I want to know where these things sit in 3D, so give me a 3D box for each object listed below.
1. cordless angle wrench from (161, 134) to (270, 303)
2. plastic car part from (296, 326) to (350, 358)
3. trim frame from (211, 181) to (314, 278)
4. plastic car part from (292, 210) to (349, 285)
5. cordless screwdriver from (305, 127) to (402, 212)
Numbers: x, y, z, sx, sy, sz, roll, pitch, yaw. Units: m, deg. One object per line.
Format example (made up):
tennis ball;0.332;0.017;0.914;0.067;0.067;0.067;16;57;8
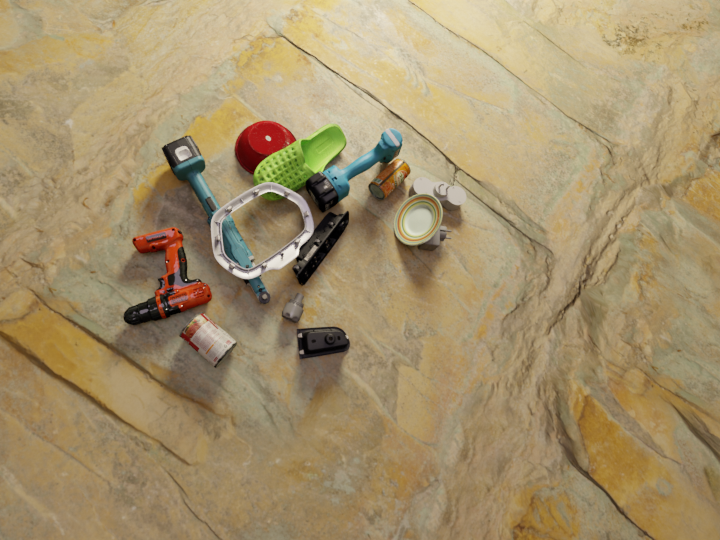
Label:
cordless angle wrench;-0.318;-0.108;0.965;0.073;0.098;0.428;-29;83;-17
plastic car part;-0.077;0.151;0.917;0.115;0.070;0.067;-6;77;-7
trim frame;-0.213;-0.091;0.934;0.245;0.028;0.183;-38;94;-26
plastic car part;-0.097;-0.063;0.991;0.070;0.063;0.202;31;71;27
cordless screwdriver;-0.011;-0.240;1.028;0.249;0.158;0.075;-35;87;-1
